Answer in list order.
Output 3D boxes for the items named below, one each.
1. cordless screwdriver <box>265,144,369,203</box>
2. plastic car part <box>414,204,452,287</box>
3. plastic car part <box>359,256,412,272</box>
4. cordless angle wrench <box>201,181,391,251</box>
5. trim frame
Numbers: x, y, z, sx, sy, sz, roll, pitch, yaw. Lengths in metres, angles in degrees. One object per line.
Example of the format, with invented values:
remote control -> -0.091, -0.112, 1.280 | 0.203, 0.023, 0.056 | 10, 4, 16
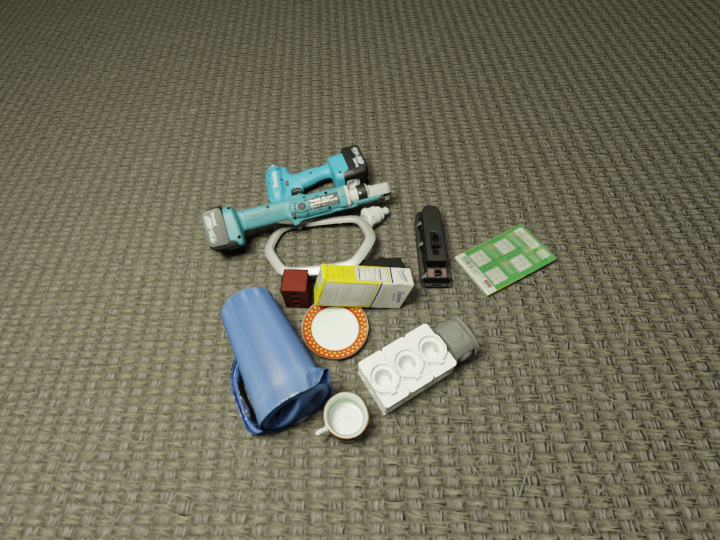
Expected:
cordless screwdriver -> -0.103, -0.208, 1.026 | 0.249, 0.071, 0.165 | -14, 57, 0
plastic car part -> 0.154, -0.063, 0.915 | 0.067, 0.064, 0.209 | -6, 54, 7
plastic car part -> 0.042, 0.002, 0.885 | 0.116, 0.063, 0.074 | -9, 43, -5
cordless angle wrench -> -0.134, -0.138, 0.947 | 0.419, 0.075, 0.098 | -15, 92, -6
trim frame -> -0.091, -0.060, 0.934 | 0.252, 0.026, 0.190 | -9, 48, 8
